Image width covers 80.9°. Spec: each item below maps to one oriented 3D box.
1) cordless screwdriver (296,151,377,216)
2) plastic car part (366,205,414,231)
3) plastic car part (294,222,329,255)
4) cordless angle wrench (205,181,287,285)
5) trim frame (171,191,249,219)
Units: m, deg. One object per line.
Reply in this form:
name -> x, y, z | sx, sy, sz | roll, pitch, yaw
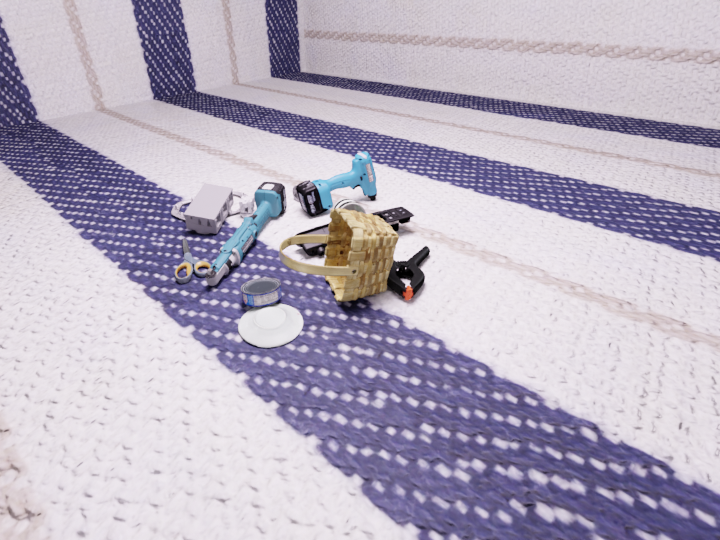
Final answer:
cordless screwdriver -> -0.062, -0.241, 1.287 | 0.246, 0.152, 0.078 | -28, 36, -12
plastic car part -> 0.039, -0.123, 1.136 | 0.197, 0.065, 0.070 | -12, 42, -22
plastic car part -> -0.106, -0.069, 1.080 | 0.114, 0.064, 0.075 | -20, 52, -21
cordless angle wrench -> -0.299, -0.101, 1.116 | 0.076, 0.095, 0.428 | 6, 38, 9
trim frame -> -0.467, -0.208, 1.330 | 0.243, 0.027, 0.194 | -17, 36, -19
